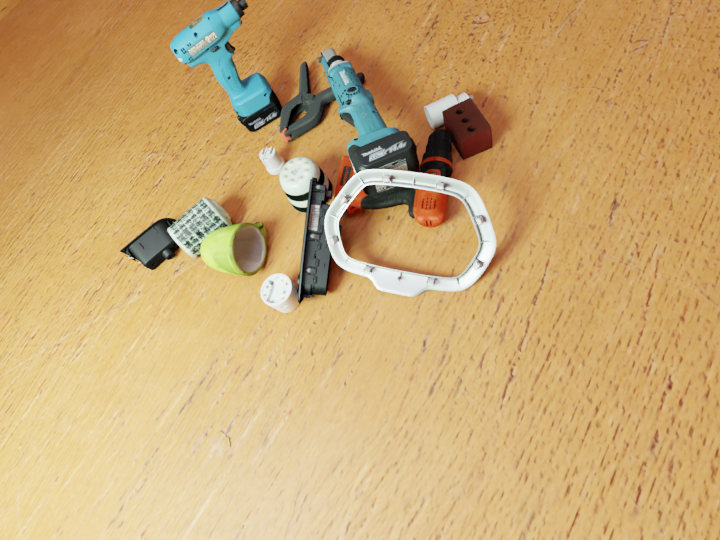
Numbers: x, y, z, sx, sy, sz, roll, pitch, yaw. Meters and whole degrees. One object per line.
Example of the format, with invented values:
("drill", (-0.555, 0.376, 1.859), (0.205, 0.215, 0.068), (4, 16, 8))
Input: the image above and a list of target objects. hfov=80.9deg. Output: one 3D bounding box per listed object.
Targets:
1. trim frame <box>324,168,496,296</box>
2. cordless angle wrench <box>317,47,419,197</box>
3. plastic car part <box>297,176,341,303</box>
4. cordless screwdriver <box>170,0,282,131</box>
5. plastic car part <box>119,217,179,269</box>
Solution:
("trim frame", (0.065, -0.051, 0.616), (0.255, 0.027, 0.181), (11, 112, 13))
("cordless angle wrench", (-0.010, -0.304, 0.766), (0.098, 0.071, 0.442), (-22, 51, 3))
("plastic car part", (-0.068, -0.044, 0.692), (0.067, 0.066, 0.204), (11, 84, -4))
("cordless screwdriver", (-0.238, -0.405, 0.848), (0.160, 0.236, 0.078), (-31, 60, 9))
("plastic car part", (-0.405, -0.047, 0.849), (0.116, 0.064, 0.073), (-40, 74, -5))
